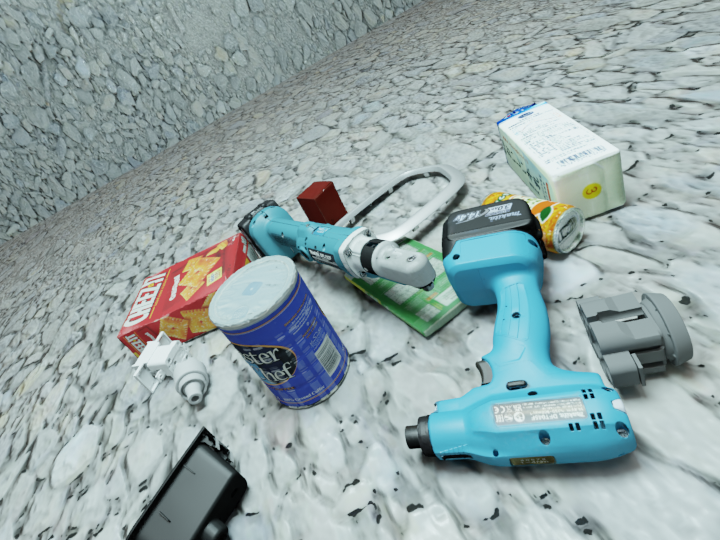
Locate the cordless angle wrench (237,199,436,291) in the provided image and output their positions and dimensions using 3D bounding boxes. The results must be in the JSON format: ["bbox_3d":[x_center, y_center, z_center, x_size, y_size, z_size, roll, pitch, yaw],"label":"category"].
[{"bbox_3d":[-0.057,-0.037,0.578,0.074,0.094,0.444,-44,29,-18],"label":"cordless angle wrench"}]

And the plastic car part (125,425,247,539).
[{"bbox_3d":[-0.150,0.223,0.395,0.074,0.063,0.116,12,53,27],"label":"plastic car part"}]

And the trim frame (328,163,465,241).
[{"bbox_3d":[0.056,-0.105,0.683,0.246,0.026,0.194,-42,33,-20],"label":"trim frame"}]

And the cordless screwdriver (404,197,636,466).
[{"bbox_3d":[0.116,0.049,0.396,0.163,0.070,0.255,-16,43,20],"label":"cordless screwdriver"}]
